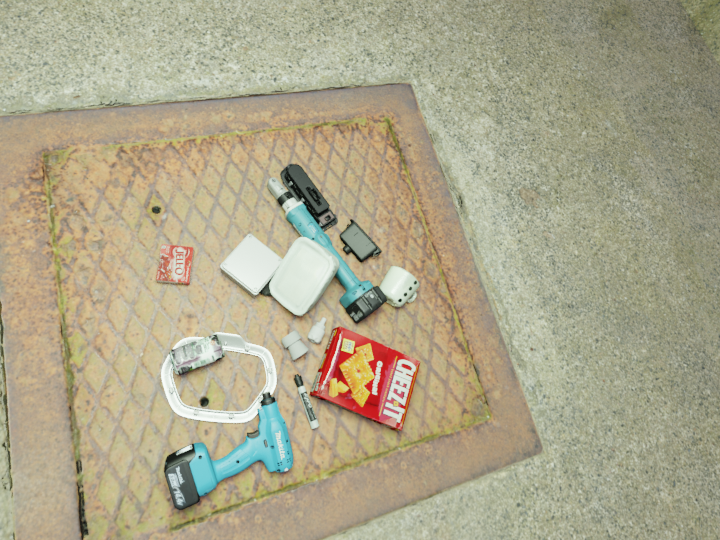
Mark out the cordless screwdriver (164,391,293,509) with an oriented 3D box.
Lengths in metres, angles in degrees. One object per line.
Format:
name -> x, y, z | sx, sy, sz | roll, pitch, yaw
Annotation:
cordless screwdriver -> -0.268, 0.360, 0.860 | 0.242, 0.075, 0.161 | -14, 83, -21

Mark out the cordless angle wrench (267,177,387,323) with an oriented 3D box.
cordless angle wrench -> -0.102, -0.067, 1.045 | 0.073, 0.098, 0.431 | -33, 78, -26

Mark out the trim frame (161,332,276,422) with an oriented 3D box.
trim frame -> -0.307, 0.232, 0.926 | 0.245, 0.027, 0.187 | 9, 69, -8

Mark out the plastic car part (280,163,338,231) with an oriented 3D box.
plastic car part -> -0.137, -0.198, 1.097 | 0.065, 0.066, 0.207 | -35, 80, -15

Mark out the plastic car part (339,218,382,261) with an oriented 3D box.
plastic car part -> -0.009, -0.066, 1.085 | 0.071, 0.065, 0.118 | -44, 84, -9
